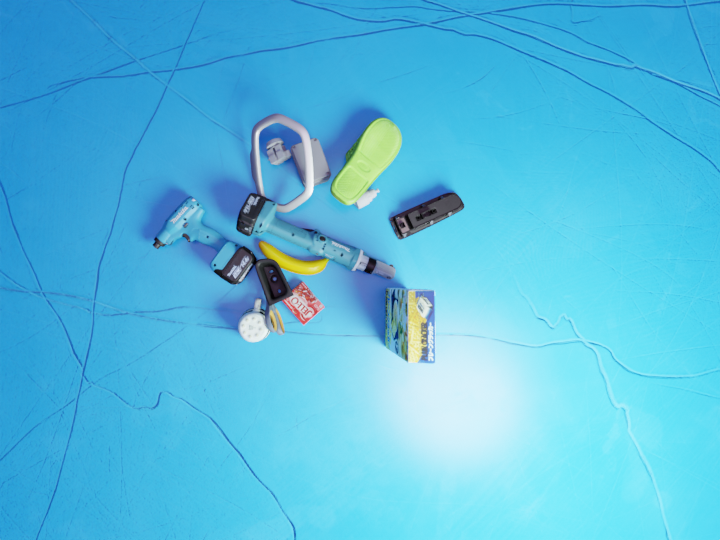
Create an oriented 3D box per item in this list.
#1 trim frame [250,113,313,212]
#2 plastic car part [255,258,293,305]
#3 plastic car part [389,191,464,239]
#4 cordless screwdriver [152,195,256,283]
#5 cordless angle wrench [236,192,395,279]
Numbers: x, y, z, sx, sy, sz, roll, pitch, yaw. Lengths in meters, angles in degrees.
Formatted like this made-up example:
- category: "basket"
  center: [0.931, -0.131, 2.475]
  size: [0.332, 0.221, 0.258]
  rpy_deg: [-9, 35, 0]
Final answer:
- category: "trim frame"
  center: [-0.205, -0.271, 1.078]
  size: [0.190, 0.027, 0.244]
  rpy_deg: [2, 105, 21]
- category: "plastic car part"
  center: [-0.219, 0.026, 1.071]
  size: [0.066, 0.070, 0.119]
  rpy_deg: [-24, 80, -4]
- category: "plastic car part"
  center: [0.183, -0.154, 1.115]
  size: [0.201, 0.066, 0.067]
  rpy_deg: [-24, 82, -7]
- category: "cordless screwdriver"
  center: [-0.397, -0.055, 1.074]
  size: [0.251, 0.074, 0.159]
  rpy_deg: [40, 85, 5]
- category: "cordless angle wrench"
  center: [-0.105, -0.069, 1.078]
  size: [0.420, 0.074, 0.099]
  rpy_deg: [23, 52, -4]
